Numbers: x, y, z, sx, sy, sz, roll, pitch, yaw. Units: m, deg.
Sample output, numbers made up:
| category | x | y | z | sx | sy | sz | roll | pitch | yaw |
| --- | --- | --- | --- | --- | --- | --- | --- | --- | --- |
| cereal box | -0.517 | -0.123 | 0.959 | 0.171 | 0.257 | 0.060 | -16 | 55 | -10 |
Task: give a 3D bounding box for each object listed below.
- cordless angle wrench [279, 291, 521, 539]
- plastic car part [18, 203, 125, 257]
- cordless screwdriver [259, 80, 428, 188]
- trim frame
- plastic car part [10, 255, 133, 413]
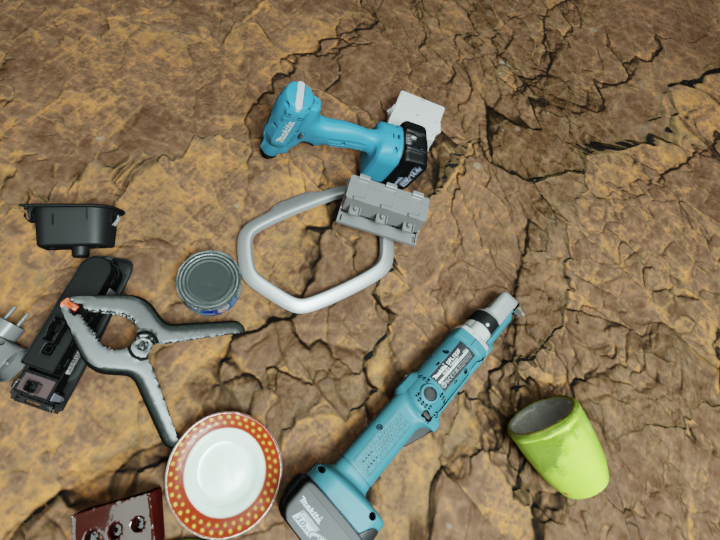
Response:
| category | x | y | z | sx | sy | sz | roll | pitch | yaw |
| --- | --- | --- | --- | --- | --- | --- | --- | --- | --- |
| cordless angle wrench | 0.079 | 0.163 | 0.538 | 0.100 | 0.074 | 0.417 | 44 | 64 | 10 |
| plastic car part | -0.388 | -0.053 | 0.576 | 0.114 | 0.067 | 0.071 | 1 | 82 | -13 |
| cordless screwdriver | -0.030 | -0.194 | 0.664 | 0.240 | 0.162 | 0.076 | 13 | 68 | -22 |
| trim frame | -0.062 | -0.041 | 0.633 | 0.244 | 0.027 | 0.189 | -26 | 73 | -17 |
| plastic car part | -0.358 | 0.062 | 0.524 | 0.067 | 0.065 | 0.205 | 14 | 61 | 3 |
